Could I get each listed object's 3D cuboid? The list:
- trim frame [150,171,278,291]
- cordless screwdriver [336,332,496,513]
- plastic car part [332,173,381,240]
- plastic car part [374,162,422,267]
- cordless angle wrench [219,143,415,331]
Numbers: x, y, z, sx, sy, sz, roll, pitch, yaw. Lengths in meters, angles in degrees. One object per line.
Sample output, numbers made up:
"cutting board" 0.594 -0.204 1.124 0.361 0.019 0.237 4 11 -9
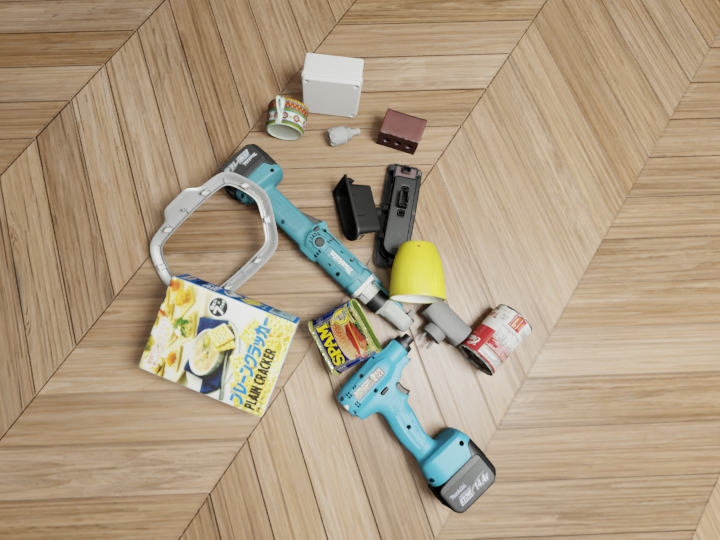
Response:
"trim frame" -0.254 -0.053 0.725 0.250 0.027 0.184 -40 91 13
"cordless screwdriver" 0.101 0.234 0.677 0.255 0.073 0.158 43 80 12
"plastic car part" 0.001 -0.108 0.761 0.069 0.066 0.119 -9 72 -24
"plastic car part" 0.072 -0.103 0.763 0.066 0.067 0.204 13 80 -8
"cordless angle wrench" -0.073 -0.048 0.745 0.428 0.073 0.097 44 80 7
